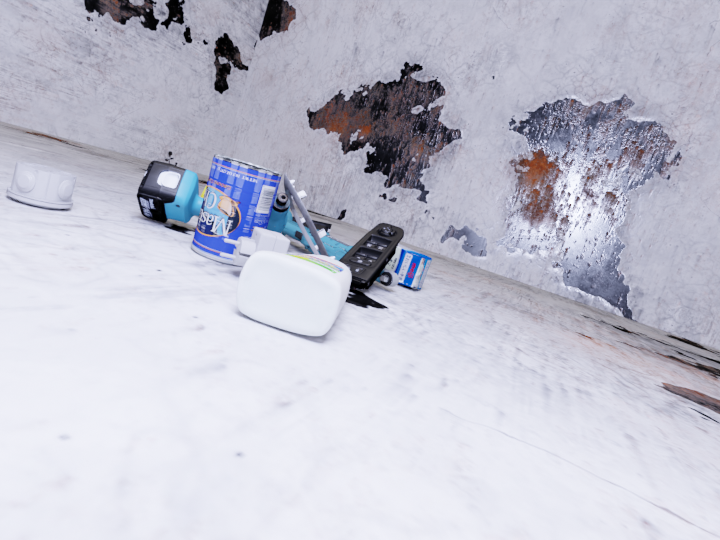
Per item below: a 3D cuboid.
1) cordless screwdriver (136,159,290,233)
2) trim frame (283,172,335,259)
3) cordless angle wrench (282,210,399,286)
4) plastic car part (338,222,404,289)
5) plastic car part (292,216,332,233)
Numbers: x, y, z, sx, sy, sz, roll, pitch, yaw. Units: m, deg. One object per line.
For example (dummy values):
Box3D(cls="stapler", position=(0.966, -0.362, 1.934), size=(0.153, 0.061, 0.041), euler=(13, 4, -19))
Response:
Box3D(cls="cordless screwdriver", position=(-0.246, -0.118, 0.727), size=(0.243, 0.076, 0.160), euler=(17, -27, -14))
Box3D(cls="trim frame", position=(-0.093, -0.084, 0.744), size=(0.186, 0.027, 0.248), euler=(61, -6, 2))
Box3D(cls="cordless angle wrench", position=(-0.089, -0.058, 0.908), size=(0.448, 0.074, 0.093), euler=(27, 12, 39))
Box3D(cls="plastic car part", position=(0.023, -0.022, 0.741), size=(0.069, 0.065, 0.201), euler=(8, 37, 25))
Box3D(cls="plastic car part", position=(-0.136, -0.096, 1.108), size=(0.114, 0.065, 0.073), euler=(12, 23, -14))
